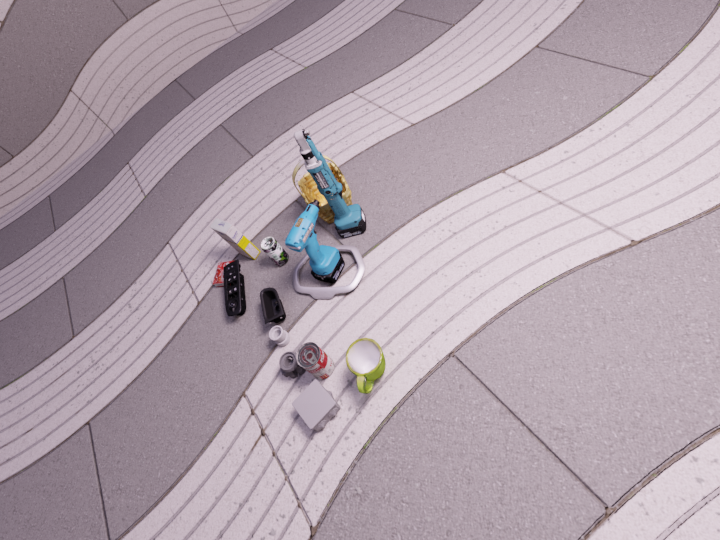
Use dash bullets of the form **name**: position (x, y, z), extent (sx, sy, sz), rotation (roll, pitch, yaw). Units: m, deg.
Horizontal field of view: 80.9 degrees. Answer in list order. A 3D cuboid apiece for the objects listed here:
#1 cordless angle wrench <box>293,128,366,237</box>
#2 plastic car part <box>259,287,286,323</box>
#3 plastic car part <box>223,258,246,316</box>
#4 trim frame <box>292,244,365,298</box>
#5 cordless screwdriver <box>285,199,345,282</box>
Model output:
- **cordless angle wrench**: position (-0.092, -0.245, 1.225), extent (0.100, 0.401, 0.077), rotation (-13, 54, 16)
- **plastic car part**: position (-0.259, 0.111, 1.284), extent (0.066, 0.067, 0.122), rotation (-27, 51, 6)
- **plastic car part**: position (-0.411, 0.067, 1.390), extent (0.067, 0.063, 0.211), rotation (-22, 52, 10)
- **trim frame**: position (-0.101, 0.002, 1.307), extent (0.258, 0.026, 0.187), rotation (-3, 58, 25)
- **cordless screwdriver**: position (-0.121, -0.079, 1.235), extent (0.078, 0.236, 0.160), rotation (11, 64, 30)
